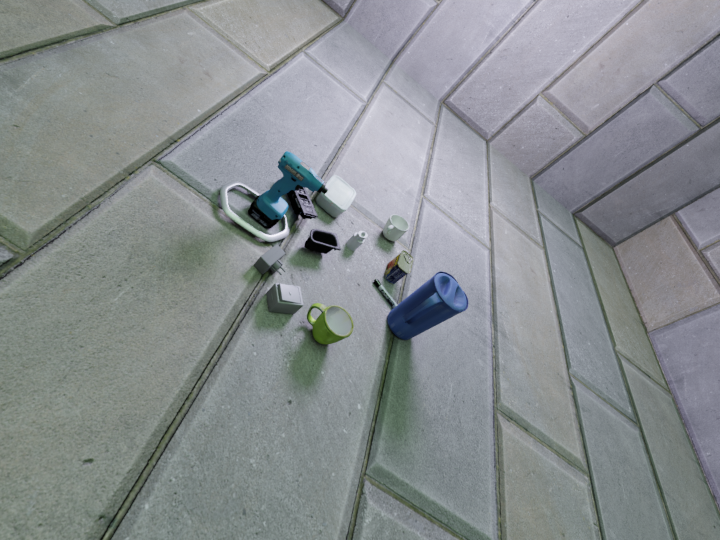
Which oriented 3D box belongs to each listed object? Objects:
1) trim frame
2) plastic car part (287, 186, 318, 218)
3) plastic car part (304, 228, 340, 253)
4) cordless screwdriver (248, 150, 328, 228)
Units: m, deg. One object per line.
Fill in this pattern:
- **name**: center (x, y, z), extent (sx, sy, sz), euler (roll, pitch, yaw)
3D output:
- **trim frame**: center (-0.322, -0.181, 1.296), extent (0.242, 0.028, 0.187), euler (32, 40, -14)
- **plastic car part**: center (-0.209, -0.246, 1.421), extent (0.063, 0.068, 0.211), euler (4, 53, -40)
- **plastic car part**: center (-0.131, -0.086, 1.340), extent (0.111, 0.072, 0.068), euler (11, 51, -35)
- **cordless screwdriver**: center (-0.215, -0.217, 1.243), extent (0.156, 0.252, 0.075), euler (39, 40, -10)
